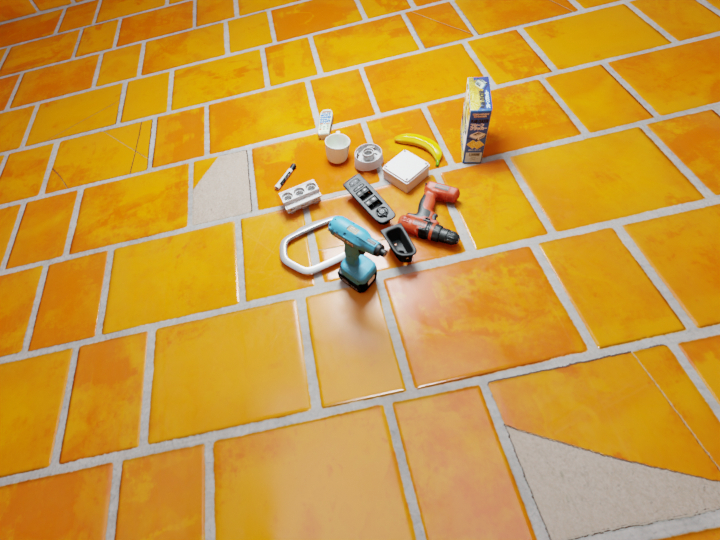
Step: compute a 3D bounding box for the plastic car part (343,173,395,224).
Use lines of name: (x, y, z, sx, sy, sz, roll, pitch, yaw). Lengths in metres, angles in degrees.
plastic car part: (0.028, -0.209, 1.307, 0.066, 0.064, 0.213, -33, 58, -12)

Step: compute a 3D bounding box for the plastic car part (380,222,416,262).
plastic car part: (0.111, -0.066, 1.196, 0.065, 0.068, 0.122, -22, 57, -6)

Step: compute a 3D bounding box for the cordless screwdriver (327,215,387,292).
cordless screwdriver: (0.003, -0.027, 1.089, 0.167, 0.239, 0.074, 34, 67, 25)

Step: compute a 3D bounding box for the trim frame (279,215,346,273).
trim frame: (-0.125, -0.082, 1.276, 0.247, 0.026, 0.193, -27, 57, -7)
